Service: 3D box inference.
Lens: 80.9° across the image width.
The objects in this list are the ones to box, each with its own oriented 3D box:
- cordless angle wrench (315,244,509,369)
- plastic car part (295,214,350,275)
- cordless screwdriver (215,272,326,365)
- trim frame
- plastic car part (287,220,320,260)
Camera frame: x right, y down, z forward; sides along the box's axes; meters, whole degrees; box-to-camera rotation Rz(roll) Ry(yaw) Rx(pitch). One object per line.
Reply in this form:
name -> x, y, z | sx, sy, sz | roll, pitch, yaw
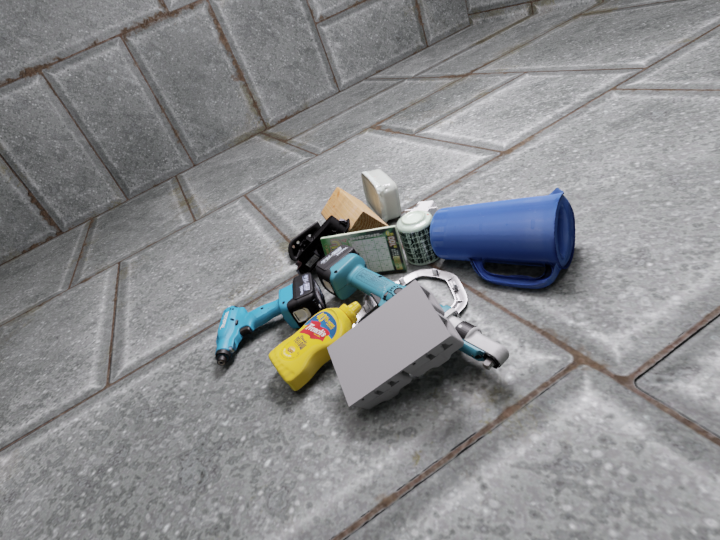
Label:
cordless angle wrench -> 0.072, 0.057, 0.758 | 0.097, 0.071, 0.447 | -39, 37, -20
plastic car part -> -0.099, -0.065, 1.013 | 0.206, 0.065, 0.067 | -39, 16, 32
cordless screwdriver -> -0.198, 0.107, 0.903 | 0.252, 0.071, 0.164 | -22, 32, 11
trim frame -> 0.085, 0.071, 0.806 | 0.246, 0.026, 0.194 | -37, 33, -15
plastic car part -> -0.157, -0.079, 1.165 | 0.115, 0.064, 0.073 | -35, 17, -11
